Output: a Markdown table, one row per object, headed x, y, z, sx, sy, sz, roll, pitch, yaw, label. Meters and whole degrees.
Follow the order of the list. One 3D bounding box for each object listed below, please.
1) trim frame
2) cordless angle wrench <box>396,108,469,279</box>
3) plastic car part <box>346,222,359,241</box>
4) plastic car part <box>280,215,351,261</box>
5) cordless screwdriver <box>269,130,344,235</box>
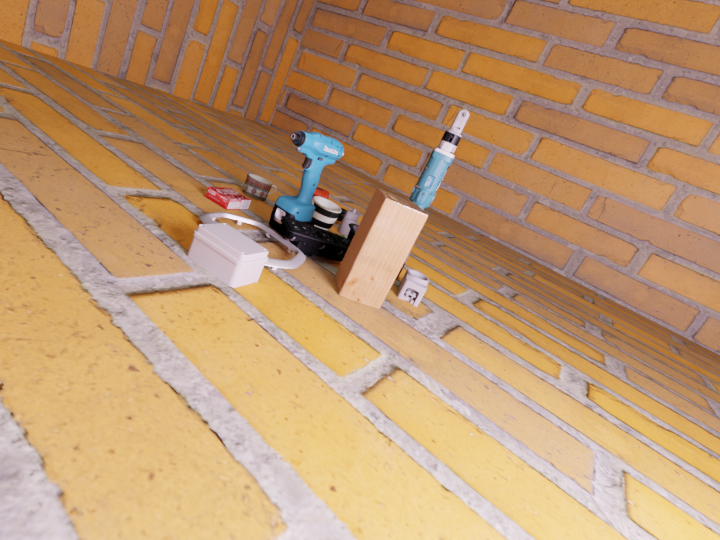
| x | y | z | sx | sy | sz | roll | pitch | yaw | label |
| --- | --- | --- | --- | --- | --- | --- | --- | --- | --- |
| -0.217 | -0.062 | 0.845 | 0.262 | 0.027 | 0.175 | 35 | 20 | 32 | trim frame |
| 0.149 | -0.181 | 1.011 | 0.075 | 0.421 | 0.097 | 27 | 17 | 4 | cordless angle wrench |
| -0.006 | -0.063 | 1.052 | 0.063 | 0.070 | 0.122 | 17 | 18 | -24 | plastic car part |
| -0.092 | -0.060 | 0.937 | 0.193 | 0.067 | 0.070 | 10 | 22 | -37 | plastic car part |
| -0.140 | -0.198 | 0.976 | 0.078 | 0.247 | 0.152 | 35 | 19 | 29 | cordless screwdriver |
